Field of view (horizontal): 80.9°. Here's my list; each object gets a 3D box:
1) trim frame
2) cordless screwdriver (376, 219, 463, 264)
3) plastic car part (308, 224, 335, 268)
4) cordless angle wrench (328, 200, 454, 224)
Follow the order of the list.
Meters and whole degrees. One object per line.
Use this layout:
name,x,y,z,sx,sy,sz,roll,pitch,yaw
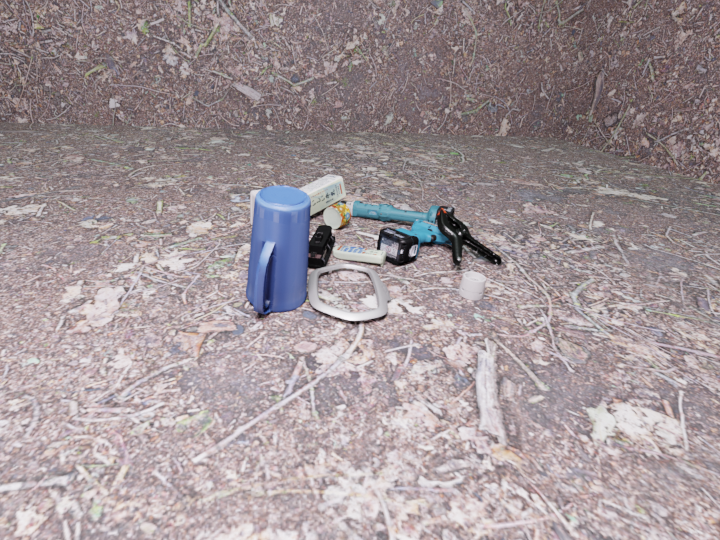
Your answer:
trim frame,-0.026,0.043,0.947,0.183,0.027,0.256,-1,25,-5
cordless screwdriver,0.167,-0.080,1.162,0.168,0.073,0.240,23,29,34
plastic car part,-0.111,-0.072,1.133,0.067,0.065,0.204,0,23,8
cordless angle wrench,0.080,-0.189,1.373,0.439,0.073,0.096,11,21,21
